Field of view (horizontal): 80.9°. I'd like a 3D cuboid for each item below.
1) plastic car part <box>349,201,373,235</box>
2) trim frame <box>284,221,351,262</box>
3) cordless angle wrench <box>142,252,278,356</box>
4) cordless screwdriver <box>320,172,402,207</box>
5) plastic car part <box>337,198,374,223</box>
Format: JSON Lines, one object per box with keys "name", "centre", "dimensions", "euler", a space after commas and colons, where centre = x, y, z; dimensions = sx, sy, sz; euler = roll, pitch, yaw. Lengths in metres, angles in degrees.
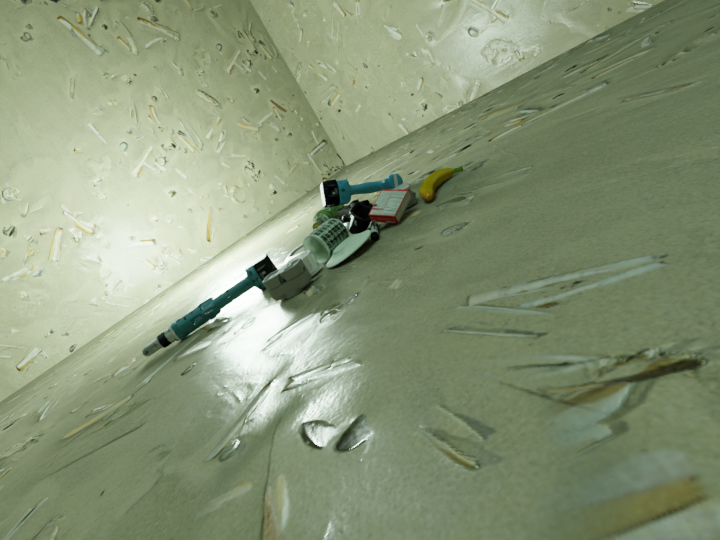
{"name": "plastic car part", "centre": [-0.002, -0.121, 1.073], "dimensions": [0.116, 0.067, 0.070], "euler": [-57, -14, -61]}
{"name": "trim frame", "centre": [-0.120, -0.079, 1.232], "dimensions": [0.257, 0.027, 0.182], "euler": [-16, 21, 39]}
{"name": "cordless angle wrench", "centre": [-0.411, 0.104, 1.150], "dimensions": [0.422, 0.073, 0.100], "euler": [-35, 14, -3]}
{"name": "cordless screwdriver", "centre": [-0.001, -0.253, 1.332], "dimensions": [0.249, 0.074, 0.159], "euler": [-9, 2, -1]}
{"name": "plastic car part", "centre": [-0.015, -0.176, 1.272], "dimensions": [0.066, 0.065, 0.210], "euler": [-45, 17, -22]}
